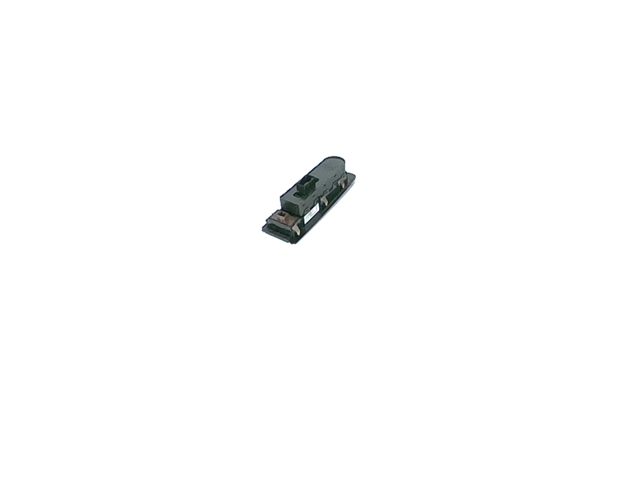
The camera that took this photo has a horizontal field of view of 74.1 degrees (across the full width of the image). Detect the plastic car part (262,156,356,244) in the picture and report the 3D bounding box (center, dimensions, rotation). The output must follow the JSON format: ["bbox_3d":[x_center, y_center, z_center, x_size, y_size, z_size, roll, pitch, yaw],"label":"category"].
[{"bbox_3d":[-0.012,-0.080,0.690,0.067,0.067,0.201,16,42,31],"label":"plastic car part"}]
